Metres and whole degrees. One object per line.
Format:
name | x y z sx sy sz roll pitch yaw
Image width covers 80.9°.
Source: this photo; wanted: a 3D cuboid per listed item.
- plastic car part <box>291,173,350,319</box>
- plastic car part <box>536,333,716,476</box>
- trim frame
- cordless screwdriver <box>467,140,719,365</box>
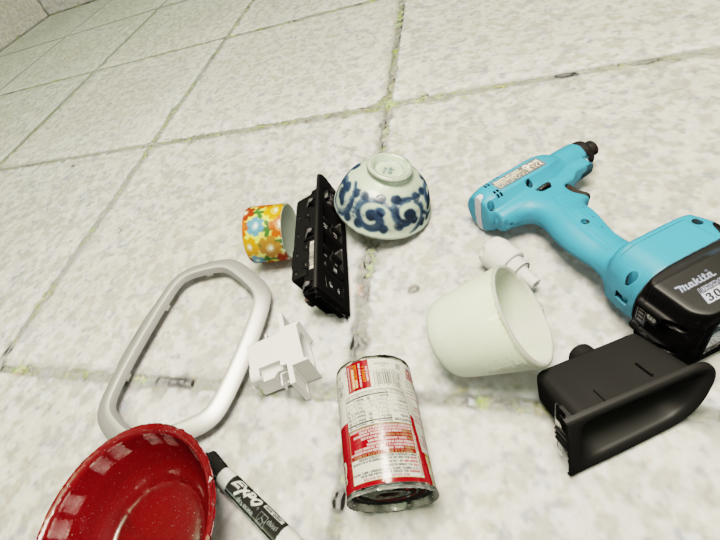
plastic car part | -0.051 -0.033 0.517 0.069 0.063 0.209 -28 43 31
plastic car part | 0.188 0.089 0.325 0.116 0.063 0.074 -25 33 -6
trim frame | -0.202 0.085 0.492 0.190 0.026 0.252 1 54 20
cordless screwdriver | 0.245 -0.045 0.404 0.158 0.071 0.263 -31 44 -7
